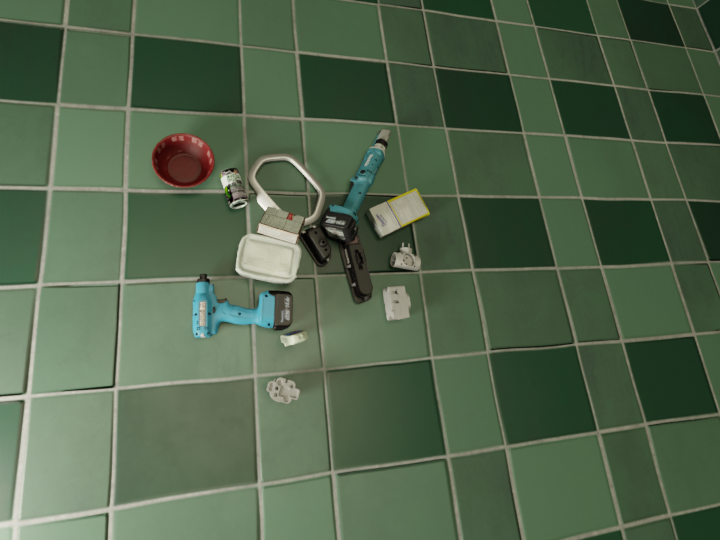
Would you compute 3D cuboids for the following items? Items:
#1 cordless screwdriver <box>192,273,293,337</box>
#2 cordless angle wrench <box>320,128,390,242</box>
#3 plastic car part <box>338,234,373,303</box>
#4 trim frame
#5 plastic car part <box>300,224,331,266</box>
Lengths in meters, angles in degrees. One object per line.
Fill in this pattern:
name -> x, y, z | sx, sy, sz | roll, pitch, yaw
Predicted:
cordless screwdriver -> -0.299, 0.083, 1.078 | 0.244, 0.074, 0.162 | -2, 74, -12
cordless angle wrench -> 0.010, -0.276, 1.266 | 0.102, 0.071, 0.425 | 11, 61, 24
plastic car part -> -0.005, -0.010, 1.192 | 0.064, 0.068, 0.206 | -7, 78, -26
trim frame -> -0.212, -0.235, 1.224 | 0.249, 0.028, 0.182 | 47, 67, 1
plastic car part -> -0.115, -0.075, 1.175 | 0.065, 0.071, 0.118 | -28, 80, -21
